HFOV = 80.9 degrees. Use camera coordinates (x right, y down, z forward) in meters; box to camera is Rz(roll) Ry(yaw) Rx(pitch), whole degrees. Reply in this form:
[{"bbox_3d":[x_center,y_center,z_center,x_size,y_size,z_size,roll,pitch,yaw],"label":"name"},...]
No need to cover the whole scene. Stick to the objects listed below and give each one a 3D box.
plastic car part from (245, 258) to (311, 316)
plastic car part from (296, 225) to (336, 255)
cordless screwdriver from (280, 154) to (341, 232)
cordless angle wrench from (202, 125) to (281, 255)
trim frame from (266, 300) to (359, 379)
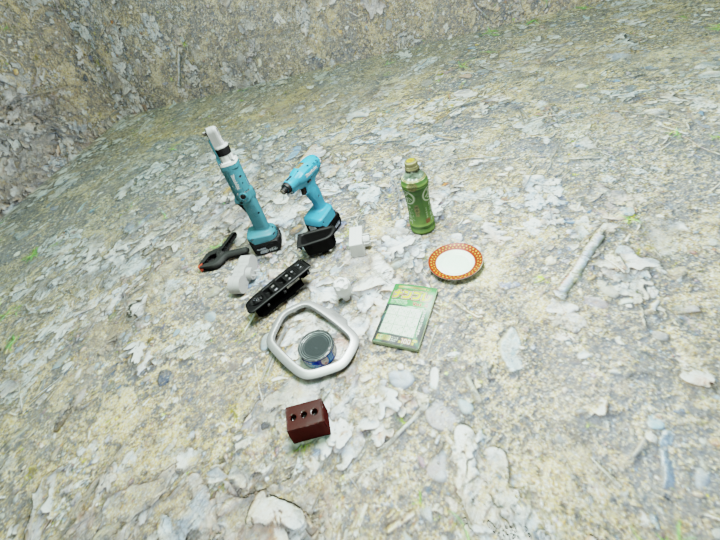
[{"bbox_3d":[-0.217,0.053,1.130,0.200,0.064,0.070,-37,43,-17],"label":"plastic car part"},{"bbox_3d":[-0.120,-0.079,1.229,0.118,0.068,0.068,-13,40,9],"label":"plastic car part"},{"bbox_3d":[-0.147,-0.195,1.236,0.078,0.237,0.158,13,49,32],"label":"cordless screwdriver"},{"bbox_3d":[-0.339,-0.225,1.224,0.099,0.404,0.077,-14,39,6],"label":"cordless angle wrench"},{"bbox_3d":[-0.116,0.158,1.001,0.182,0.026,0.263,-41,44,-22],"label":"trim frame"}]
